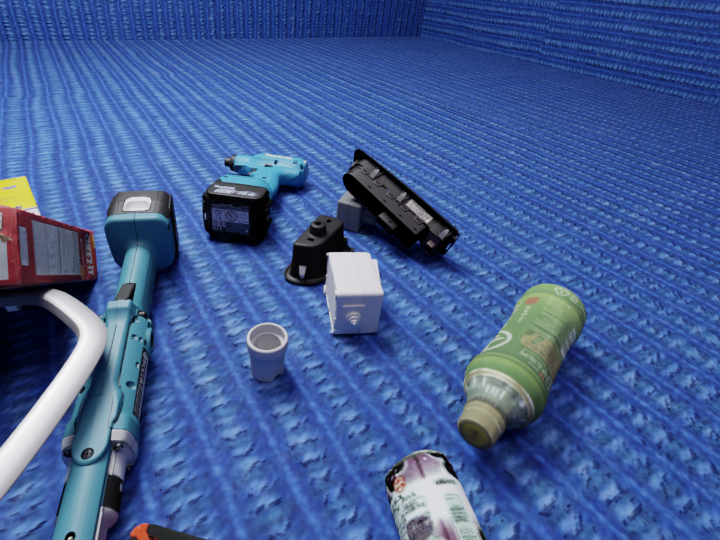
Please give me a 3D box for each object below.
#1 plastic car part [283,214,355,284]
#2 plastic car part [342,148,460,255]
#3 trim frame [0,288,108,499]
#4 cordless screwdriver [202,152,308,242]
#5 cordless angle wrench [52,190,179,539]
[{"bbox_3d":[-0.056,-0.037,0.576,0.068,0.069,0.115,17,34,17],"label":"plastic car part"},{"bbox_3d":[0.045,-0.095,0.627,0.066,0.065,0.210,-35,72,-17],"label":"plastic car part"},{"bbox_3d":[-0.293,0.093,0.292,0.185,0.027,0.255,3,37,1],"label":"trim frame"},{"bbox_3d":[-0.192,-0.141,0.706,0.161,0.072,0.251,9,32,6],"label":"cordless screwdriver"},{"bbox_3d":[-0.228,0.068,0.405,0.073,0.095,0.443,-4,40,-16],"label":"cordless angle wrench"}]
